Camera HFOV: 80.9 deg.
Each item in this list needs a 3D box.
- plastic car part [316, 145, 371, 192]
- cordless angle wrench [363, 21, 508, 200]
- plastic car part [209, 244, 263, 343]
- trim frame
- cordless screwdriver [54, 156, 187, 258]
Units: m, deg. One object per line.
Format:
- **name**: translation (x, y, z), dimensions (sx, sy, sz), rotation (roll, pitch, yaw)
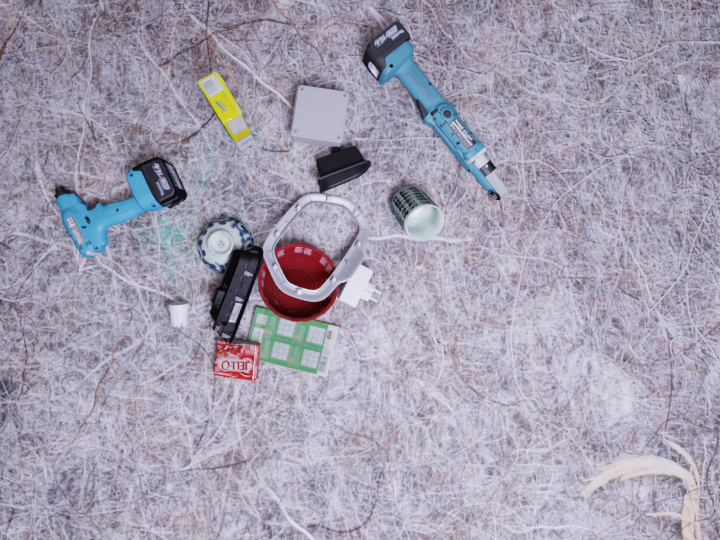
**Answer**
- **plastic car part**: translation (-0.045, -0.223, 0.888), dimensions (0.116, 0.065, 0.073), rotation (-26, 75, -6)
- **cordless angle wrench**: translation (0.171, -0.321, 0.890), dimensions (0.098, 0.074, 0.423), rotation (-39, 90, -4)
- **plastic car part**: translation (-0.253, 0.038, 0.835), dimensions (0.063, 0.070, 0.202), rotation (21, 98, -35)
- **trim frame**: translation (-0.083, -0.054, 0.852), dimensions (0.185, 0.027, 0.248), rotation (35, 65, 2)
- **cordless screwdriver**: translation (-0.497, -0.152, 0.867), dimensions (0.249, 0.074, 0.160), rotation (-30, 88, 1)
